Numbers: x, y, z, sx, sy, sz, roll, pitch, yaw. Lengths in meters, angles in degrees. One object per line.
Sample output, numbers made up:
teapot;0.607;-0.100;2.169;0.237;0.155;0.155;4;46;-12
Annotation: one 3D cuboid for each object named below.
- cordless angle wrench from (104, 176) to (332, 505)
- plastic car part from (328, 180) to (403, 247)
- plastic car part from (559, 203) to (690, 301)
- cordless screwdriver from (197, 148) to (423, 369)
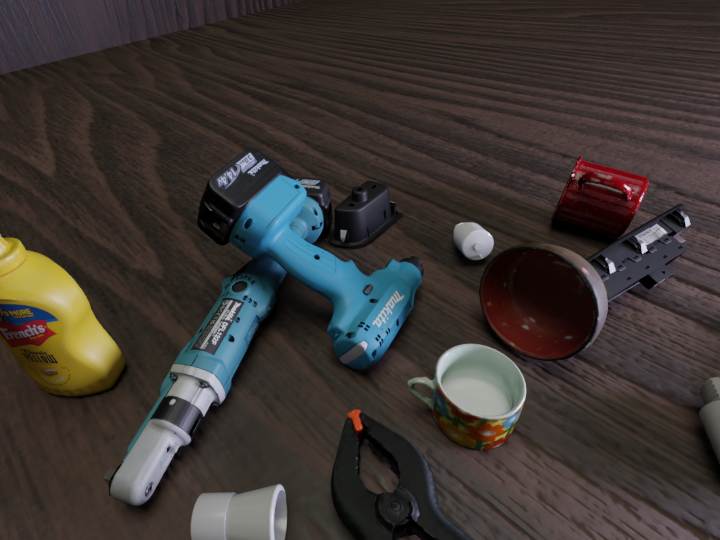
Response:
cordless angle wrench;-0.131;0.035;0.476;0.100;0.071;0.427;6;44;13
plastic car part;0.004;-0.088;0.599;0.069;0.068;0.114;23;44;30
plastic car part;0.298;-0.005;0.476;0.199;0.065;0.069;-20;68;-18
cordless screwdriver;-0.046;-0.030;0.466;0.251;0.074;0.157;41;50;3
